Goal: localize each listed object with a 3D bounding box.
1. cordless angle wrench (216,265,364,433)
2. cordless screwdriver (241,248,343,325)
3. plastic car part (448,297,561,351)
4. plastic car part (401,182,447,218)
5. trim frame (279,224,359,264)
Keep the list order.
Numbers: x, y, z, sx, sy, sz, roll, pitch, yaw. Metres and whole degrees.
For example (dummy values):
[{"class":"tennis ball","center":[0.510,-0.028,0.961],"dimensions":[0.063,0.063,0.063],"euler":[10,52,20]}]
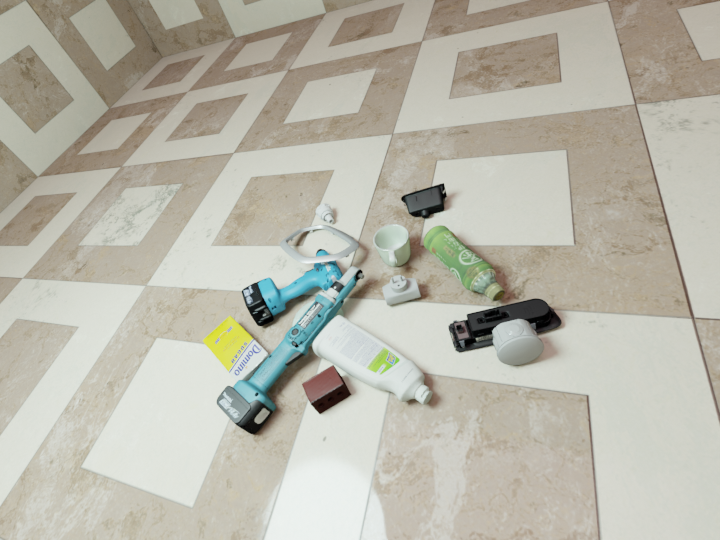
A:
[{"class":"cordless angle wrench","center":[-0.133,0.150,0.930],"dimensions":[0.103,0.070,0.421],"euler":[26,68,36]},{"class":"cordless screwdriver","center":[-0.174,0.031,1.073],"dimensions":[0.248,0.071,0.167],"euler":[-24,36,-3]},{"class":"plastic car part","center":[0.276,0.096,0.821],"dimensions":[0.206,0.064,0.068],"euler":[-13,39,10]},{"class":"plastic car part","center":[0.172,-0.172,1.109],"dimensions":[0.119,0.062,0.073],"euler":[-16,60,14]},{"class":"trim frame","center":[-0.110,-0.072,1.122],"dimensions":[0.180,0.027,0.262],"euler":[-23,29,-22]}]
